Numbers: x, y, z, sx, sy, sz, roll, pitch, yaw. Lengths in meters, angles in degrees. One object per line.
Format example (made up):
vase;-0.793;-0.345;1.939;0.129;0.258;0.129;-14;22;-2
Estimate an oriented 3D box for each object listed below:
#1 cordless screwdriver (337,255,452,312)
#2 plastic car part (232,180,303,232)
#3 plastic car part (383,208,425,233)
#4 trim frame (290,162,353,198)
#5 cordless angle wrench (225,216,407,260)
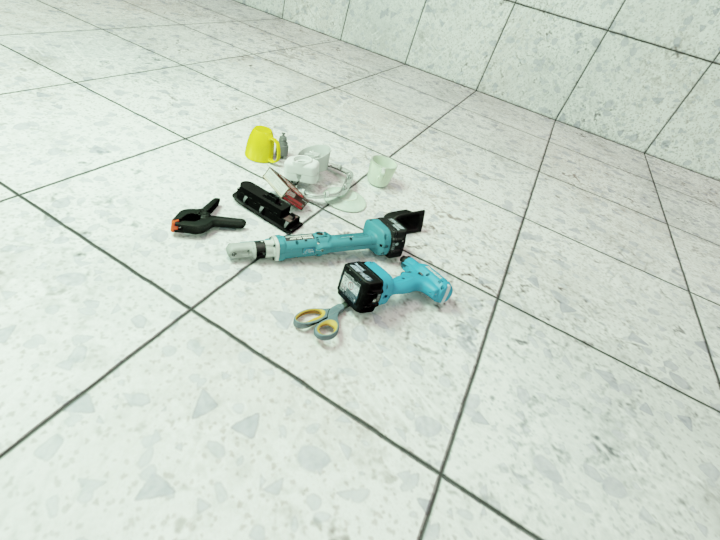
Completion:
cordless screwdriver;0.064;0.016;0.928;0.238;0.073;0.168;-3;31;-32
plastic car part;-0.241;-0.169;1.068;0.211;0.065;0.065;28;45;20
plastic car part;0.108;-0.139;1.160;0.113;0.064;0.075;-9;30;-25
trim frame;-0.117;-0.273;1.249;0.187;0.027;0.252;8;39;8
cordless angle wrench;-0.095;-0.062;0.976;0.410;0.073;0.103;-7;33;-22
